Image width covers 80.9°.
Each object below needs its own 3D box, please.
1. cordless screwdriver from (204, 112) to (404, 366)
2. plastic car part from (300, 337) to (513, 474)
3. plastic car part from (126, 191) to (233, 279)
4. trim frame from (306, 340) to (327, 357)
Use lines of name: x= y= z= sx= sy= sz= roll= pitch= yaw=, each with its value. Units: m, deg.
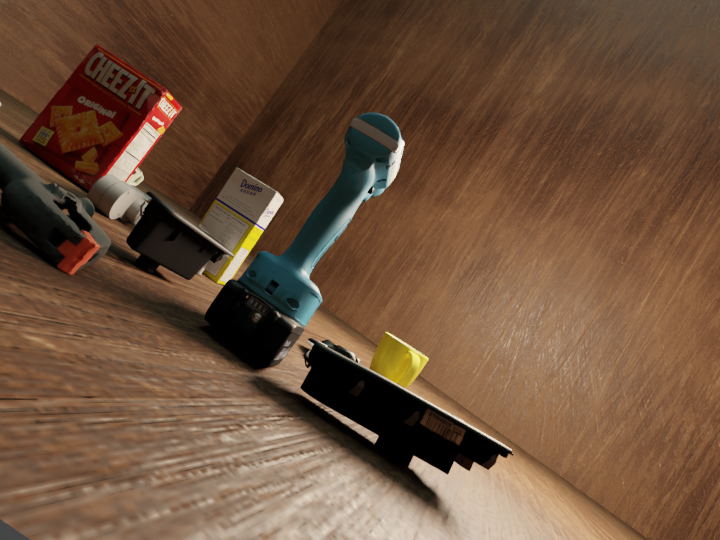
cordless screwdriver: x=-0.042 y=-0.028 z=0.434 sx=0.075 sy=0.248 sz=0.157 roll=34 pitch=-5 yaw=5
plastic car part: x=0.027 y=0.125 z=0.378 sx=0.200 sy=0.067 sz=0.067 roll=35 pitch=-5 yaw=-7
plastic car part: x=-0.202 y=-0.028 z=0.446 sx=0.069 sy=0.071 sz=0.111 roll=32 pitch=-6 yaw=26
trim frame: x=0.009 y=0.157 z=0.569 sx=0.177 sy=0.027 sz=0.259 roll=37 pitch=-5 yaw=-24
